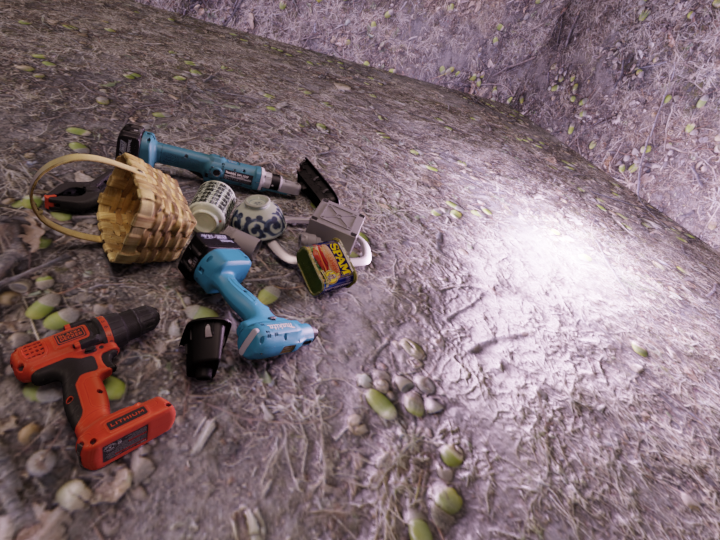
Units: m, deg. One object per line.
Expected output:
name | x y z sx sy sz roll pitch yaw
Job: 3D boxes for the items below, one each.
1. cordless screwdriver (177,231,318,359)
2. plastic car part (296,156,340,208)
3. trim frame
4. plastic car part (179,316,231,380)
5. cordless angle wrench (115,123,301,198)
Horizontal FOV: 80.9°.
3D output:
cordless screwdriver | -0.184 0.040 0.704 0.261 0.074 0.151 44 20 28
plastic car part | -0.117 -0.213 1.089 0.065 0.065 0.214 -18 50 -30
trim frame | -0.091 -0.059 0.929 0.239 0.027 0.194 1 39 -28
plastic car part | -0.213 0.114 0.577 0.064 0.117 0.073 7 62 -23
cordless angle wrench | -0.340 -0.240 0.995 0.409 0.097 0.077 11 33 -19
